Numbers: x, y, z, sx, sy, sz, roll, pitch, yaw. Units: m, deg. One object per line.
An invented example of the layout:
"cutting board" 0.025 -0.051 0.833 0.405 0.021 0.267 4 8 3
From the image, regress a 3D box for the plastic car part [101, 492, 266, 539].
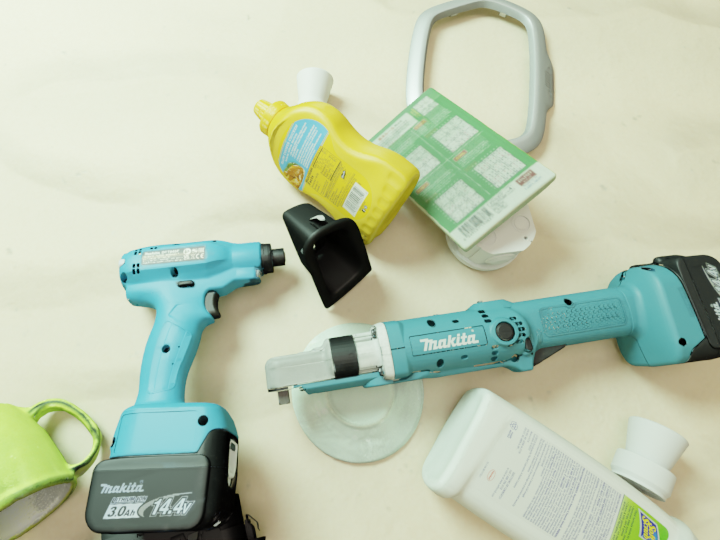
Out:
"plastic car part" -0.177 0.239 0.350 0.202 0.064 0.070 -15 50 -5

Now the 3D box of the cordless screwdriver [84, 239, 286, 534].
"cordless screwdriver" -0.138 0.080 0.372 0.158 0.072 0.258 -8 58 -4

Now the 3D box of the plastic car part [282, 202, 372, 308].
"plastic car part" -0.040 -0.026 0.413 0.065 0.111 0.075 -41 57 -14

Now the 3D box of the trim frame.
"trim frame" 0.150 -0.244 0.522 0.185 0.027 0.252 7 71 3

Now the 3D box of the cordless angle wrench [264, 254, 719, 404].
"cordless angle wrench" 0.123 0.061 0.390 0.420 0.073 0.100 -8 74 -5
